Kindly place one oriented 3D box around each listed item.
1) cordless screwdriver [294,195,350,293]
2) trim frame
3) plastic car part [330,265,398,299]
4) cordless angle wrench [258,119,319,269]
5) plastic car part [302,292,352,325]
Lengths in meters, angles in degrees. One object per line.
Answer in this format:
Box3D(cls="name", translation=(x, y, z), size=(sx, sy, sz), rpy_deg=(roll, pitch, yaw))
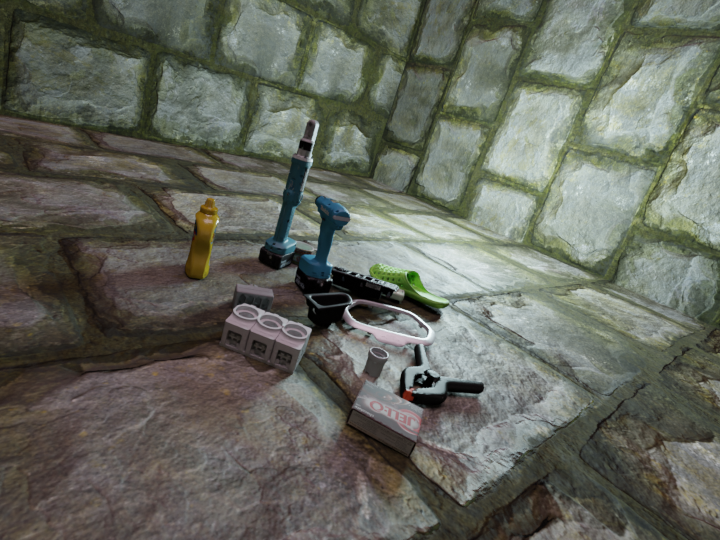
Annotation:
Box3D(cls="cordless screwdriver", translation=(-0.110, -0.072, 1.129), size=(0.071, 0.246, 0.168), rpy_deg=(8, 21, -31))
Box3D(cls="trim frame", translation=(0.066, 0.129, 1.051), size=(0.247, 0.027, 0.187), rpy_deg=(15, 19, -4))
Box3D(cls="plastic car part", translation=(0.001, 0.038, 1.193), size=(0.208, 0.066, 0.065), rpy_deg=(22, 19, 13))
Box3D(cls="cordless angle wrench", translation=(-0.189, -0.211, 1.185), size=(0.077, 0.419, 0.095), rpy_deg=(24, 18, 16))
Box3D(cls="plastic car part", translation=(-0.075, 0.093, 0.968), size=(0.111, 0.070, 0.070), rpy_deg=(2, 24, -39))
